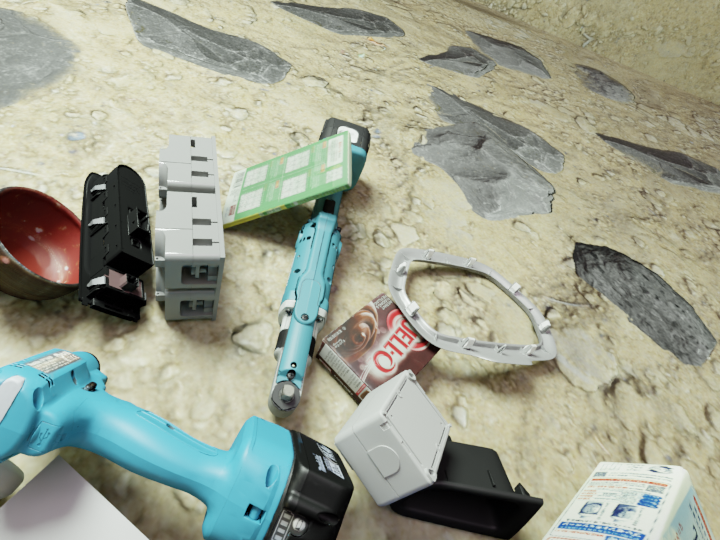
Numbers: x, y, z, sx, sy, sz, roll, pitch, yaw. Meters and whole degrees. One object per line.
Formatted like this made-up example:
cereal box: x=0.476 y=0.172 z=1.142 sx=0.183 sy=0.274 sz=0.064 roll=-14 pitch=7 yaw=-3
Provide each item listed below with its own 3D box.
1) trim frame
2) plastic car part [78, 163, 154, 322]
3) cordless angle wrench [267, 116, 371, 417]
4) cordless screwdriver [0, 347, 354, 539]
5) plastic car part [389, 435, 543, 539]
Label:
trim frame: x=0.143 y=0.041 z=0.531 sx=0.238 sy=0.027 sz=0.192 roll=11 pitch=40 yaw=-25
plastic car part: x=-0.260 y=-0.048 z=0.455 sx=0.062 sy=0.067 sz=0.213 roll=29 pitch=24 yaw=-49
cordless angle wrench: x=-0.051 y=-0.033 z=0.520 sx=0.073 sy=0.097 sz=0.432 roll=16 pitch=50 yaw=-9
cordless screwdriver: x=-0.138 y=0.128 z=0.319 sx=0.244 sy=0.162 sz=0.074 roll=27 pitch=80 yaw=-10
plastic car part: x=0.086 y=0.185 z=0.384 sx=0.116 sy=0.065 sz=0.072 roll=15 pitch=31 yaw=-3
